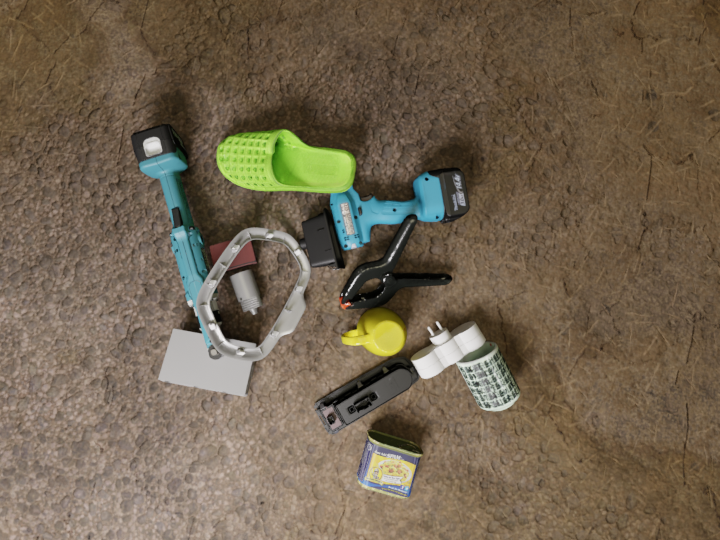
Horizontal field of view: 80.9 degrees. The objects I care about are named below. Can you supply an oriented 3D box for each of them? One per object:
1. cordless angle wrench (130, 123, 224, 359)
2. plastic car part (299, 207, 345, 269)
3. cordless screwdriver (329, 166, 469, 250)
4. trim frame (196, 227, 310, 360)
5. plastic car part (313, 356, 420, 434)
[{"bbox_3d":[-0.309,-0.050,0.753,0.074,0.097,0.429,-18,81,-5],"label":"cordless angle wrench"},{"bbox_3d":[-0.078,-0.051,0.796,0.072,0.064,0.118,-18,83,10],"label":"plastic car part"},{"bbox_3d":[0.065,-0.142,0.797,0.249,0.074,0.160,-14,86,1],"label":"cordless screwdriver"},{"bbox_3d":[-0.177,0.036,0.745,0.177,0.028,0.250,40,58,-23],"label":"trim frame"},{"bbox_3d":[0.016,0.225,0.770,0.202,0.066,0.067,-30,82,-6],"label":"plastic car part"}]
